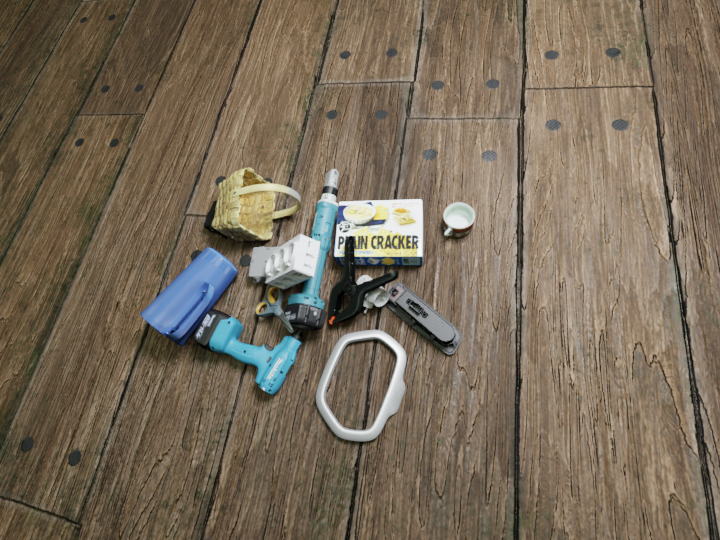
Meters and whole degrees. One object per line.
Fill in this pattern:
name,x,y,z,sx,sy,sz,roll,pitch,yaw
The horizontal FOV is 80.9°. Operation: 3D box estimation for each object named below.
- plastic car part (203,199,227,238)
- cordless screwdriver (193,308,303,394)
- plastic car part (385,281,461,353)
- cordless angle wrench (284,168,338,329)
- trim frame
plastic car part,-0.412,-0.155,1.218,0.074,0.062,0.118,-4,62,26
cordless screwdriver,-0.269,0.170,1.029,0.258,0.072,0.159,25,74,18
plastic car part,0.144,0.101,0.966,0.066,0.065,0.211,-42,67,-15
cordless angle wrench,-0.104,-0.068,1.061,0.101,0.071,0.428,-20,56,56
trim frame,0.004,0.252,0.950,0.191,0.026,0.250,16,70,21
